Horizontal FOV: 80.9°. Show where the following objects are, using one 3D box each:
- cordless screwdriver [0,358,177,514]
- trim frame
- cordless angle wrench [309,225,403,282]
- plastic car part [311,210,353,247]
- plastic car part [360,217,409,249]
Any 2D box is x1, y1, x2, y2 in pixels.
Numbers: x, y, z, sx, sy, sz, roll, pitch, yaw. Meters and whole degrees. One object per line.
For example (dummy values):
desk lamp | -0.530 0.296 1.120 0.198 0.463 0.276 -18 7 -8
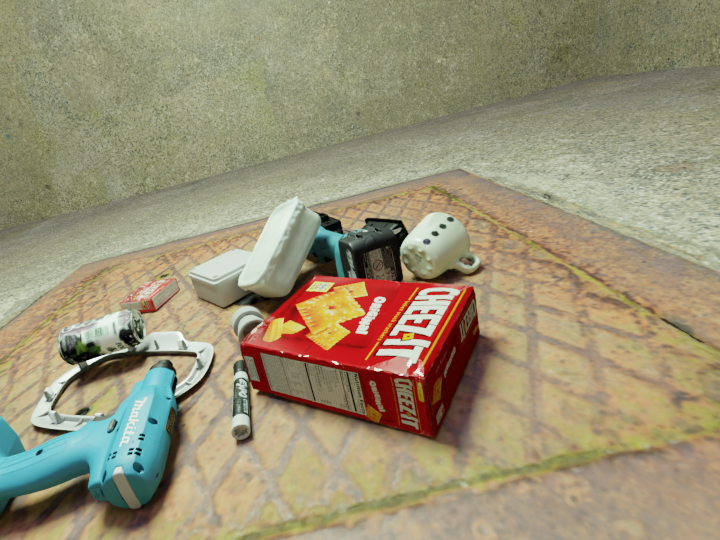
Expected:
cordless screwdriver | -0.308 0.169 0.420 0.248 0.072 0.165 -12 29 -4
trim frame | -0.314 0.140 0.562 0.256 0.027 0.184 -7 23 20
cordless angle wrench | -0.076 -0.050 0.781 0.072 0.096 0.443 -19 19 -24
plastic car part | -0.085 -0.092 0.919 0.065 0.065 0.213 -30 24 -19
plastic car part | 0.029 -0.053 0.769 0.070 0.063 0.122 -40 28 -23
